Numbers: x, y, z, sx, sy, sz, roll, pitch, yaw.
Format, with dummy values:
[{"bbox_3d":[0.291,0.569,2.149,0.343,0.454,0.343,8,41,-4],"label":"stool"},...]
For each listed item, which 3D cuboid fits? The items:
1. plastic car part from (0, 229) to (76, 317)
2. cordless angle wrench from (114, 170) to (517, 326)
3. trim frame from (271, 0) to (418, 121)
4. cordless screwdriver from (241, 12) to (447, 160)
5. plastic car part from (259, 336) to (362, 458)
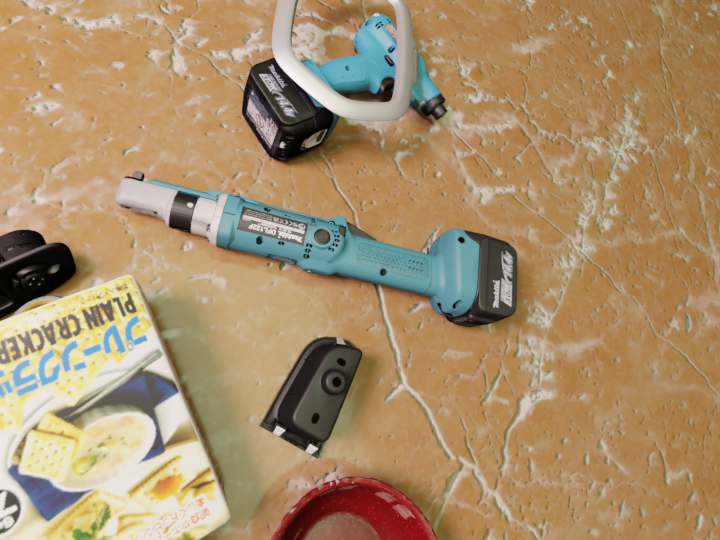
[{"bbox_3d":[-0.352,0.023,0.362,0.199,0.064,0.070,-28,58,-20],"label":"plastic car part"},{"bbox_3d":[-0.044,-0.029,0.453,0.417,0.074,0.099,14,70,-8],"label":"cordless angle wrench"},{"bbox_3d":[-0.010,-0.272,0.493,0.179,0.028,0.254,11,62,-15],"label":"trim frame"},{"bbox_3d":[-0.010,-0.213,0.519,0.245,0.075,0.161,-37,86,-26],"label":"cordless screwdriver"},{"bbox_3d":[-0.036,0.114,0.405,0.065,0.072,0.117,31,71,-8],"label":"plastic car part"}]
